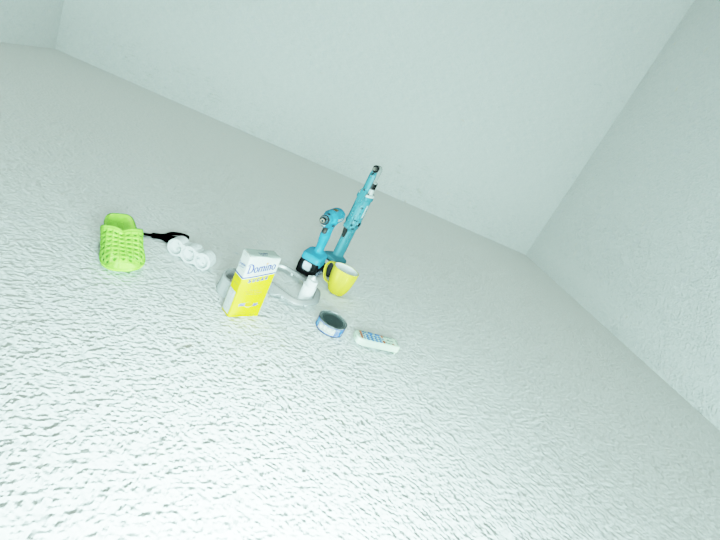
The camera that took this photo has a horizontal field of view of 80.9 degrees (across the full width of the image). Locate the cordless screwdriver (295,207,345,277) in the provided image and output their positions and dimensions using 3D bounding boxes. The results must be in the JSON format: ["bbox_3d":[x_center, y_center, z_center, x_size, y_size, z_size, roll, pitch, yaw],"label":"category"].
[{"bbox_3d":[-0.137,-0.089,1.398,0.076,0.247,0.156,30,20,9],"label":"cordless screwdriver"}]

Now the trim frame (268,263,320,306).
[{"bbox_3d":[-0.230,0.038,1.300,0.260,0.027,0.177,34,23,23],"label":"trim frame"}]

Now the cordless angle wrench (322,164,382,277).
[{"bbox_3d":[-0.026,-0.170,1.470,0.078,0.421,0.094,38,23,27],"label":"cordless angle wrench"}]
